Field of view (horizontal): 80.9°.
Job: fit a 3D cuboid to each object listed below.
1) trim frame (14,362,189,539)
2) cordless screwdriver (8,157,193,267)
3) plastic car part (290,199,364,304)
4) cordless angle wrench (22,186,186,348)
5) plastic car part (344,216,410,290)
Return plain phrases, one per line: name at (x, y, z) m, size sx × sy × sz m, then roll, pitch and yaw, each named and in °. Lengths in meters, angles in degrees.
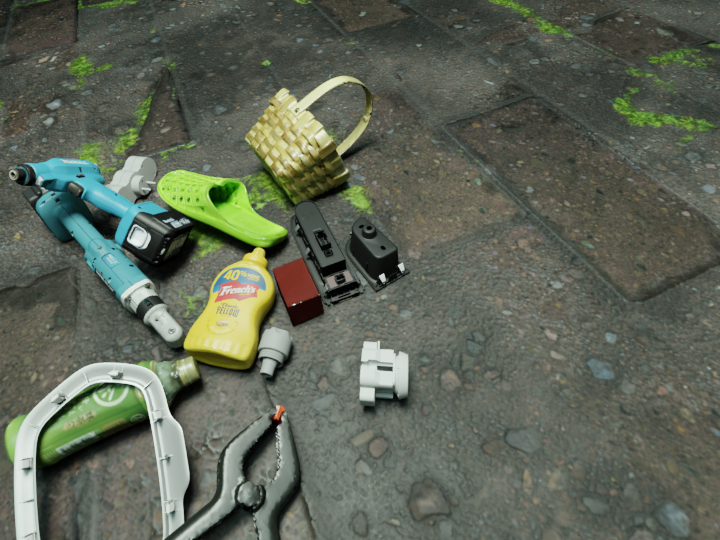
trim frame at (-0.283, 0.227, 0.464) m, size 0.182 × 0.027 × 0.255 m, roll -14°, pitch 70°, yaw -10°
cordless screwdriver at (-0.404, -0.100, 0.670) m, size 0.251 × 0.074 × 0.158 m, roll 32°, pitch 13°, yaw 3°
plastic car part at (-0.067, -0.044, 0.686) m, size 0.066 × 0.064 × 0.213 m, roll -25°, pitch 51°, yaw -6°
cordless angle wrench at (-0.414, -0.019, 0.688) m, size 0.443 × 0.095 × 0.073 m, roll 36°, pitch 58°, yaw 26°
plastic car part at (0.018, -0.039, 0.664) m, size 0.065 × 0.068 × 0.122 m, roll -28°, pitch 57°, yaw -19°
